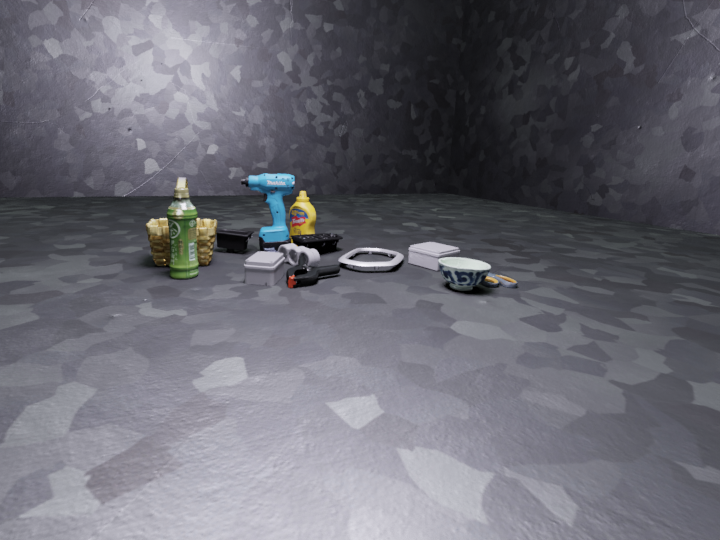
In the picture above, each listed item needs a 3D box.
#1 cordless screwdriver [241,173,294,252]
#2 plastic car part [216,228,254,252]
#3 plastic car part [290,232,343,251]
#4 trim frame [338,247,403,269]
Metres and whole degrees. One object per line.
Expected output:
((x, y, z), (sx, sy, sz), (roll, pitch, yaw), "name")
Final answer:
((-0.282, -0.170, 1.286), (0.158, 0.245, 0.076), (1, 13, -6), "cordless screwdriver")
((-0.397, -0.091, 1.316), (0.118, 0.070, 0.066), (4, 14, 7), "plastic car part")
((-0.131, -0.085, 1.335), (0.070, 0.066, 0.195), (13, 19, 36), "plastic car part")
((0.030, -0.037, 1.252), (0.190, 0.027, 0.245), (6, 16, 15), "trim frame")
